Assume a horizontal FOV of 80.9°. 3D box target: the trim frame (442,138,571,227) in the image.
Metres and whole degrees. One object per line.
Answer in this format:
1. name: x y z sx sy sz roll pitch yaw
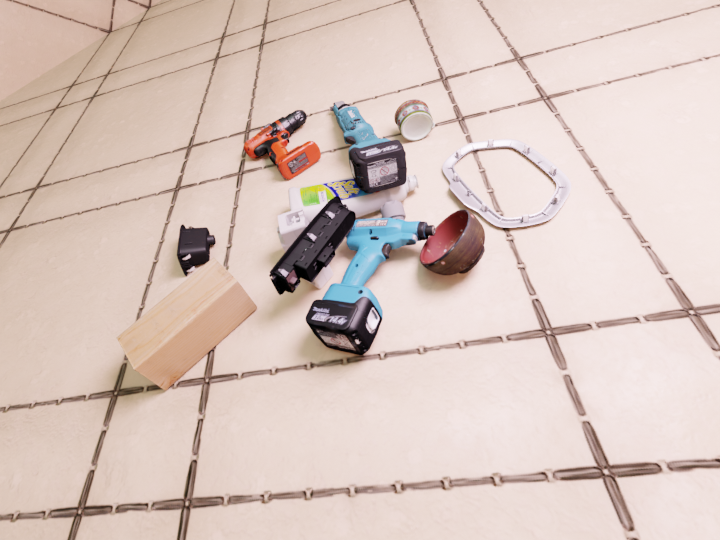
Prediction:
1. trim frame: 0.262 -0.172 0.784 0.184 0.026 0.261 -26 51 0

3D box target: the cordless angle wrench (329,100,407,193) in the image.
1. cordless angle wrench: -0.006 -0.301 0.920 0.098 0.071 0.441 -15 38 -4

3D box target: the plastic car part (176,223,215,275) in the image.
1. plastic car part: -0.342 -0.055 0.890 0.070 0.064 0.121 -6 47 -6

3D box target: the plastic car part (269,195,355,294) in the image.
1. plastic car part: -0.070 -0.045 0.711 0.070 0.063 0.203 13 58 30

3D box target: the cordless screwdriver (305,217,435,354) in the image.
1. cordless screwdriver: 0.021 0.010 0.685 0.166 0.070 0.251 -1 50 31
